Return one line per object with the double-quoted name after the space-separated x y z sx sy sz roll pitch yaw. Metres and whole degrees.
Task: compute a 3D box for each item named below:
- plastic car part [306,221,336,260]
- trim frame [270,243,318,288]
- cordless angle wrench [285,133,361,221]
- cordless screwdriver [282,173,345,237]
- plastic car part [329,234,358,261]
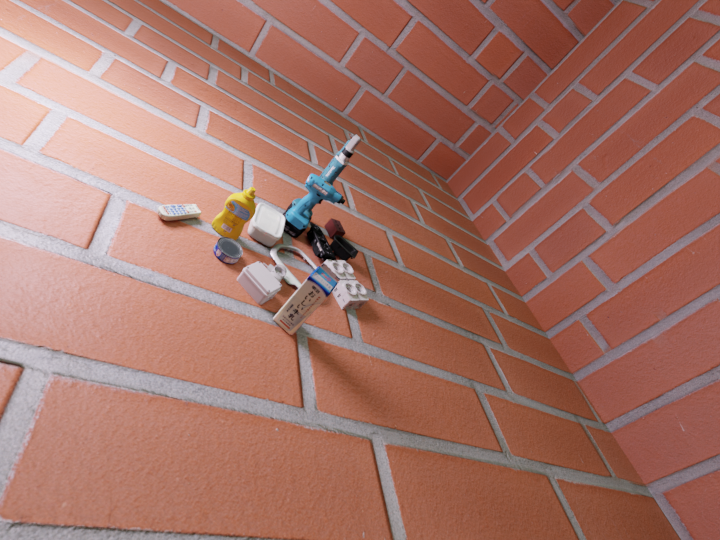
-0.158 -0.103 1.616 0.063 0.067 0.213 17 36 -38 "plastic car part"
-0.209 -0.002 1.451 0.255 0.028 0.178 47 29 13 "trim frame"
-0.134 -0.339 1.602 0.099 0.426 0.073 47 29 6 "cordless angle wrench"
-0.183 -0.225 1.566 0.155 0.250 0.076 34 30 -16 "cordless screwdriver"
-0.076 -0.082 1.679 0.116 0.071 0.066 40 28 -3 "plastic car part"
